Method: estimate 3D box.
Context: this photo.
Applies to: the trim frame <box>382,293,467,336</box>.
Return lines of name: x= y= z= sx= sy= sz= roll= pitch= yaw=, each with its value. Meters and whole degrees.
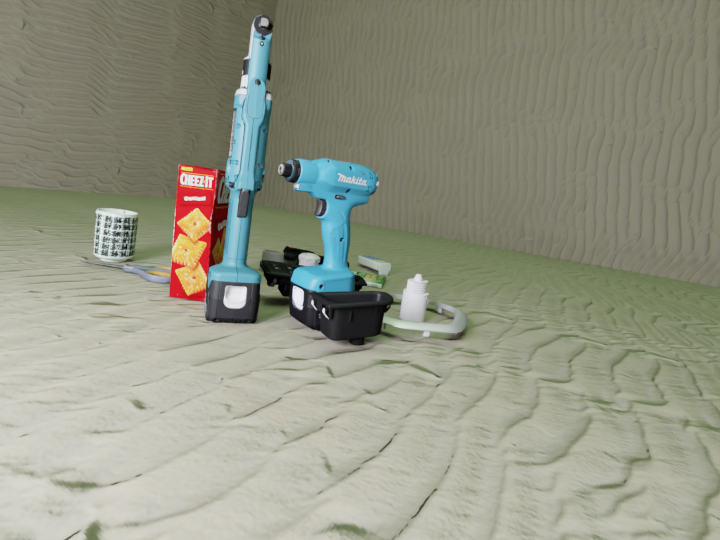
trim frame: x=0.089 y=0.074 z=0.737 sx=0.190 sy=0.027 sz=0.242 roll=11 pitch=10 yaw=17

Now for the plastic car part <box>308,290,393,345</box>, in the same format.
plastic car part: x=-0.009 y=0.066 z=0.577 sx=0.112 sy=0.070 sz=0.069 roll=3 pitch=10 yaw=-27

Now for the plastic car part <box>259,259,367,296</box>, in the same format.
plastic car part: x=-0.081 y=0.026 z=0.763 sx=0.196 sy=0.066 sz=0.069 roll=4 pitch=10 yaw=-23

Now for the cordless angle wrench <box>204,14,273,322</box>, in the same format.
cordless angle wrench: x=-0.165 y=-0.139 z=0.605 sx=0.072 sy=0.420 sz=0.102 roll=6 pitch=8 yaw=-21

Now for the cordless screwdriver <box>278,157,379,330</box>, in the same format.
cordless screwdriver: x=-0.061 y=-0.040 z=0.627 sx=0.152 sy=0.247 sz=0.078 roll=2 pitch=10 yaw=-37
